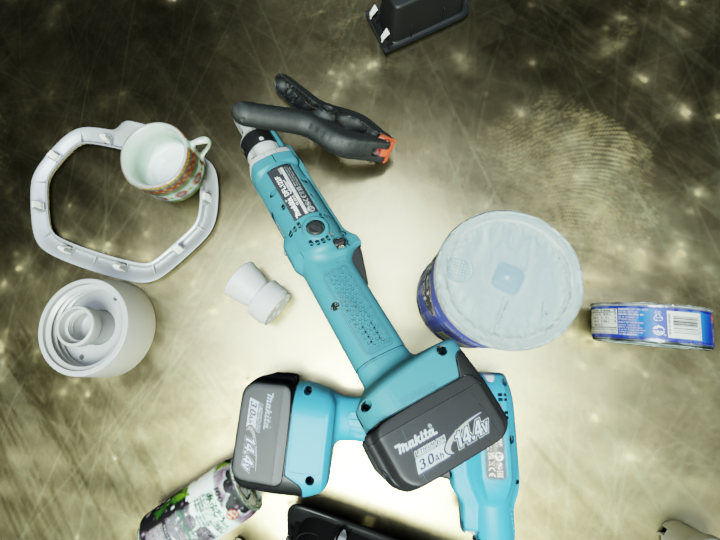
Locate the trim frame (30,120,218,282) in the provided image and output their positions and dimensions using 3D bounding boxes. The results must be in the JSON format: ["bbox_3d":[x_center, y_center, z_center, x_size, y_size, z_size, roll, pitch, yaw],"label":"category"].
[{"bbox_3d":[-0.286,-0.088,0.502,0.254,0.027,0.185,16,79,12],"label":"trim frame"}]

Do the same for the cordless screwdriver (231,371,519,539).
[{"bbox_3d":[0.014,0.172,0.382,0.250,0.073,0.161,0,77,3],"label":"cordless screwdriver"}]

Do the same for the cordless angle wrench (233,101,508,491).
[{"bbox_3d":[-0.039,-0.026,0.402,0.096,0.072,0.442,-25,62,-14],"label":"cordless angle wrench"}]

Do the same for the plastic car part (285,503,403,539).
[{"bbox_3d":[0.022,0.270,0.358,0.209,0.066,0.065,18,121,14],"label":"plastic car part"}]

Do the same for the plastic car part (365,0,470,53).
[{"bbox_3d":[0.070,-0.316,0.487,0.117,0.069,0.067,-22,79,4],"label":"plastic car part"}]
